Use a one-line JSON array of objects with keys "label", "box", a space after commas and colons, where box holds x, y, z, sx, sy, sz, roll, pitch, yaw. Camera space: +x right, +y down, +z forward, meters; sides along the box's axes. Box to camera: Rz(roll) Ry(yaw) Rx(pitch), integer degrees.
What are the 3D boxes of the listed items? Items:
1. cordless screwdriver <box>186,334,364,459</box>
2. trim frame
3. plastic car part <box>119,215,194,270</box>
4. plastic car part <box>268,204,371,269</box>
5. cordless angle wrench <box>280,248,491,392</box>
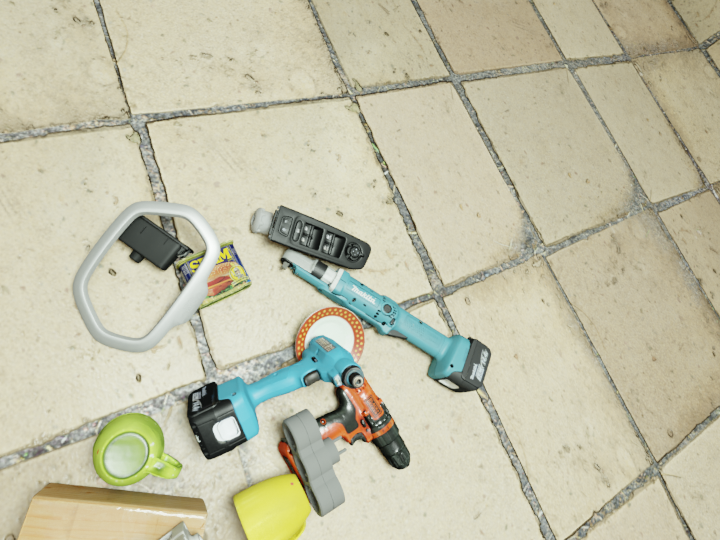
[{"label": "cordless screwdriver", "box": [-0.121, 0.180, 0.618, 0.244, 0.165, 0.073, -25, 105, -18]}, {"label": "trim frame", "box": [-0.329, 0.006, 0.654, 0.184, 0.027, 0.248, 34, 84, 0]}, {"label": "plastic car part", "box": [-0.344, -0.041, 0.695, 0.116, 0.066, 0.071, 32, 78, -5]}, {"label": "plastic car part", "box": [-0.077, -0.050, 0.782, 0.196, 0.068, 0.067, 19, 70, -19]}, {"label": "cordless angle wrench", "box": [0.039, 0.079, 0.782, 0.420, 0.075, 0.098, 32, 63, -4]}]
